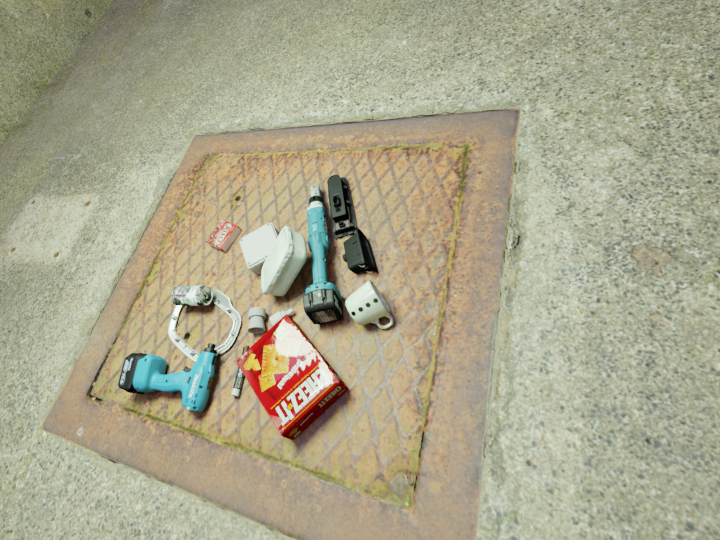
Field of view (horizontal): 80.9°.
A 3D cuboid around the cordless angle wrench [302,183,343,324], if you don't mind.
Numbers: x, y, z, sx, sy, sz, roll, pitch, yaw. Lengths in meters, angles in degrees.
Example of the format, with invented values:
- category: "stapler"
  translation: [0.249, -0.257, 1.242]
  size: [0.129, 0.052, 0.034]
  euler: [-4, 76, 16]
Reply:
- category: "cordless angle wrench"
  translation: [-0.107, -0.070, 1.095]
  size: [0.075, 0.093, 0.438]
  euler: [-15, 53, 9]

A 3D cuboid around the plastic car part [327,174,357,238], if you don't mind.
- category: "plastic car part"
  translation: [-0.062, -0.187, 1.162]
  size: [0.068, 0.063, 0.210]
  euler: [-21, 52, 18]

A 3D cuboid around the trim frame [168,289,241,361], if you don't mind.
- category: "trim frame"
  translation: [-0.426, 0.139, 1.142]
  size: [0.262, 0.026, 0.184]
  euler: [27, 73, 35]

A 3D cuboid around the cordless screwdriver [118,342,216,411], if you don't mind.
- category: "cordless screwdriver"
  translation: [-0.476, 0.249, 1.063]
  size: [0.258, 0.071, 0.161]
  euler: [4, 70, 21]

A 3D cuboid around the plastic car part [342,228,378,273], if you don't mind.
- category: "plastic car part"
  translation: [-0.010, -0.039, 1.055]
  size: [0.072, 0.062, 0.121]
  euler: [-32, 50, 19]
